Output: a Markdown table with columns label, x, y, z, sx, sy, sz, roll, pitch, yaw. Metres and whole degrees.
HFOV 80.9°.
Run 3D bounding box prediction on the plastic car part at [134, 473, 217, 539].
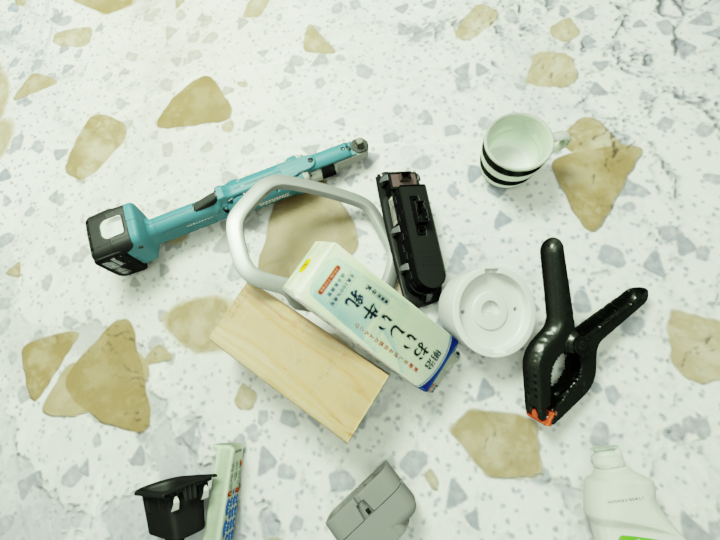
| label | x | y | z | sx | sy | sz | roll | pitch | yaw |
| --- | --- | --- | --- | --- | --- | --- | --- | --- | --- |
| plastic car part | -0.223 | 0.289 | 0.505 | 0.119 | 0.063 | 0.073 | -31 | 68 | 39 |

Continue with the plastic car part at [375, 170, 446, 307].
| label | x | y | z | sx | sy | sz | roll | pitch | yaw |
| --- | --- | --- | --- | --- | --- | --- | --- | --- | --- |
| plastic car part | 0.077 | -0.052 | 0.578 | 0.064 | 0.068 | 0.207 | -2 | 75 | -21 |

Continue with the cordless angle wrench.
| label | x | y | z | sx | sy | sz | roll | pitch | yaw |
| --- | --- | --- | --- | --- | --- | --- | --- | --- | --- |
| cordless angle wrench | -0.185 | -0.109 | 0.632 | 0.422 | 0.095 | 0.076 | -22 | 73 | -2 |

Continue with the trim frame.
| label | x | y | z | sx | sy | sz | roll | pitch | yaw |
| --- | --- | --- | --- | --- | --- | --- | --- | --- | --- |
| trim frame | -0.055 | -0.036 | 0.560 | 0.239 | 0.028 | 0.188 | 11 | 63 | -23 |
